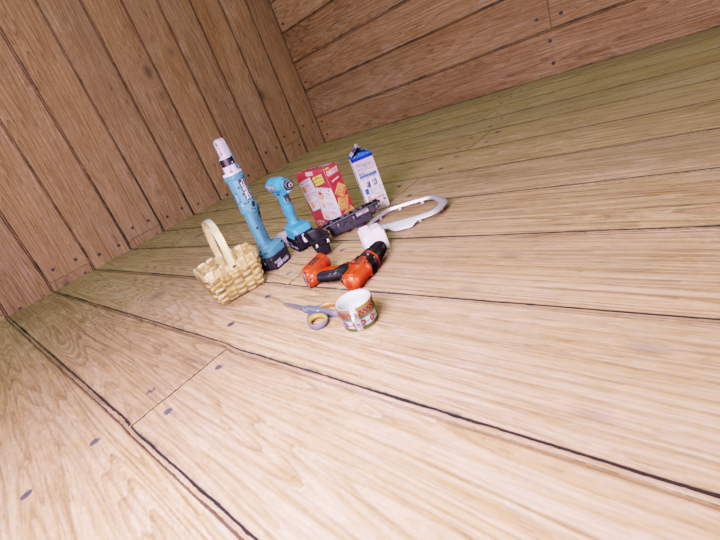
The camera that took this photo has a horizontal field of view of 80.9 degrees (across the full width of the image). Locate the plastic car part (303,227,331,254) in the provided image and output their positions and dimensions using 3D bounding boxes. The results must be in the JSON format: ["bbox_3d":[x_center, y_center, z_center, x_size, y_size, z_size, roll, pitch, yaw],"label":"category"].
[{"bbox_3d":[-0.123,-0.081,1.262,0.065,0.069,0.121,-27,22,-12],"label":"plastic car part"}]

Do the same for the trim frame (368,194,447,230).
[{"bbox_3d":[0.138,-0.169,1.262,0.256,0.027,0.184,-12,25,24],"label":"trim frame"}]

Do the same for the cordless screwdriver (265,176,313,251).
[{"bbox_3d":[-0.214,-0.183,1.346,0.073,0.241,0.167,-31,22,-23],"label":"cordless screwdriver"}]

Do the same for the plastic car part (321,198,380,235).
[{"bbox_3d":[-0.027,-0.166,1.360,0.204,0.065,0.068,-21,21,5],"label":"plastic car part"}]

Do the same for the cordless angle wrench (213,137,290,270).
[{"bbox_3d":[-0.340,-0.197,1.281,0.077,0.411,0.096,-7,24,37],"label":"cordless angle wrench"}]
